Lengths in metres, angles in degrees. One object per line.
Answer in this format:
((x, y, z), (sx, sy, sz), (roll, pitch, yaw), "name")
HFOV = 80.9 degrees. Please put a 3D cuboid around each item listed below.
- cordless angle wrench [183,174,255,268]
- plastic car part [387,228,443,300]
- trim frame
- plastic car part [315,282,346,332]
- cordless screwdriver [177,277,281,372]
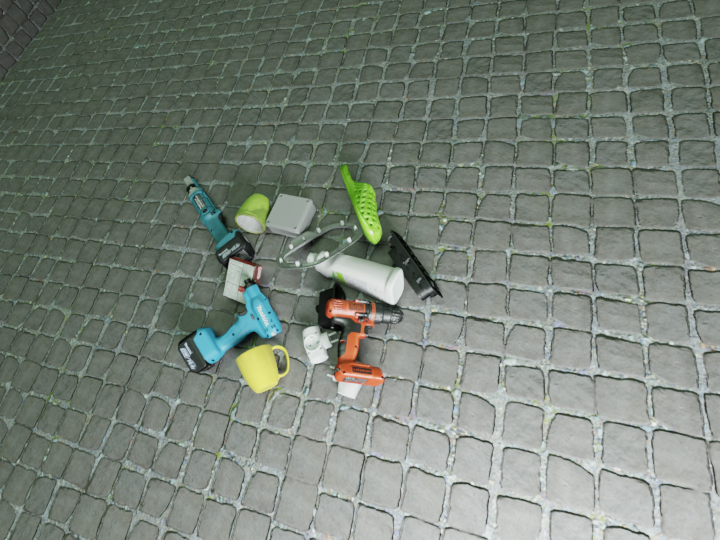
((-0.460, -0.169, 1.296), (0.098, 0.071, 0.445), (-39, 57, -4), "cordless angle wrench")
((0.120, -0.006, 1.021), (0.067, 0.063, 0.213), (-40, 59, 6), "plastic car part")
((-0.106, -0.069, 1.084), (0.244, 0.026, 0.194), (-36, 31, -26), "trim frame")
((-0.077, 0.096, 1.040), (0.073, 0.062, 0.120), (-19, 56, 23), "plastic car part")
((-0.338, 0.140, 1.068), (0.249, 0.073, 0.162), (-29, 80, 0), "cordless screwdriver")
